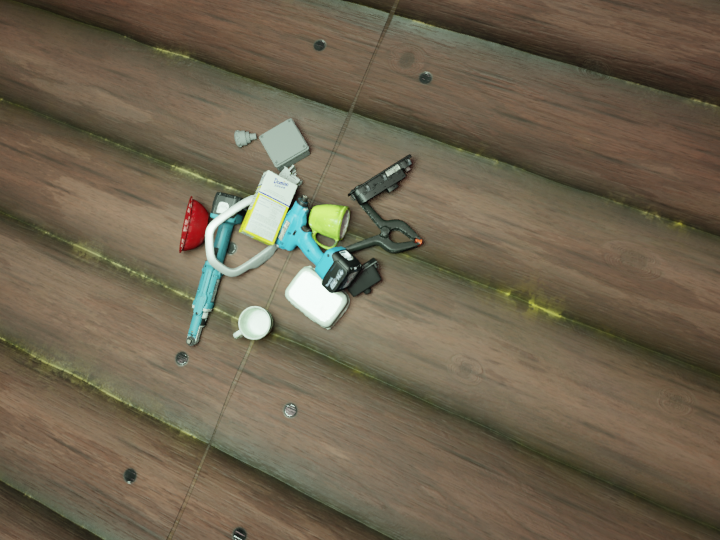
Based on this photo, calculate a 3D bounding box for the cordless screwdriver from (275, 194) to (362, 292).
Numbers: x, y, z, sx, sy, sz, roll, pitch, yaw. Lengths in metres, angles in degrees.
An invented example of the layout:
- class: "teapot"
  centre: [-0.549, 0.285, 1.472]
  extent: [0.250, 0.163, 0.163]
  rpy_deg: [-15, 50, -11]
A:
- class: "cordless screwdriver"
  centre: [-0.106, -0.069, 1.081]
  extent: [0.260, 0.071, 0.158]
  rpy_deg: [40, 118, 24]

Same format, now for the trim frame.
- class: "trim frame"
  centre: [-0.303, -0.093, 1.139]
  extent: [0.246, 0.029, 0.177]
  rpy_deg: [-40, 114, -19]

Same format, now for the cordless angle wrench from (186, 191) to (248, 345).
- class: "cordless angle wrench"
  centre: [-0.407, -0.001, 1.165]
  extent: [0.075, 0.096, 0.423]
  rpy_deg: [14, 87, 5]

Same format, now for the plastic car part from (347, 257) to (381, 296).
- class: "plastic car part"
  centre: [0.008, 0.026, 1.123]
  extent: [0.117, 0.066, 0.070]
  rpy_deg: [-37, 96, 3]

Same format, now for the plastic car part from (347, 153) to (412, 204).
- class: "plastic car part"
  centre: [0.056, -0.237, 1.144]
  extent: [0.201, 0.067, 0.066]
  rpy_deg: [-29, 97, -7]
